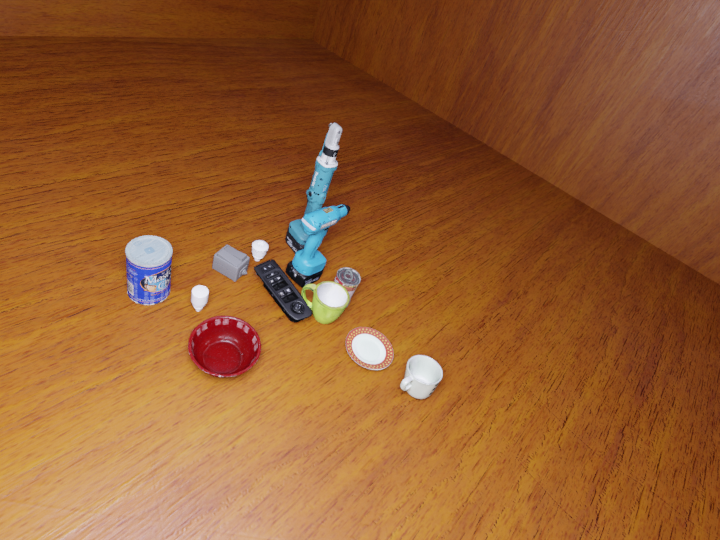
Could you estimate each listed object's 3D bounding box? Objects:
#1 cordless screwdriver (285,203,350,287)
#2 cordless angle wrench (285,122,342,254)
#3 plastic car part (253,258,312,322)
[{"bbox_3d":[-0.115,-0.075,1.180,0.077,0.246,0.154,42,43,20],"label":"cordless screwdriver"},{"bbox_3d":[-0.125,-0.223,1.209,0.072,0.418,0.103,-16,54,-38],"label":"cordless angle wrench"},{"bbox_3d":[-0.209,0.064,1.125,0.064,0.066,0.213,-20,54,-39],"label":"plastic car part"}]
